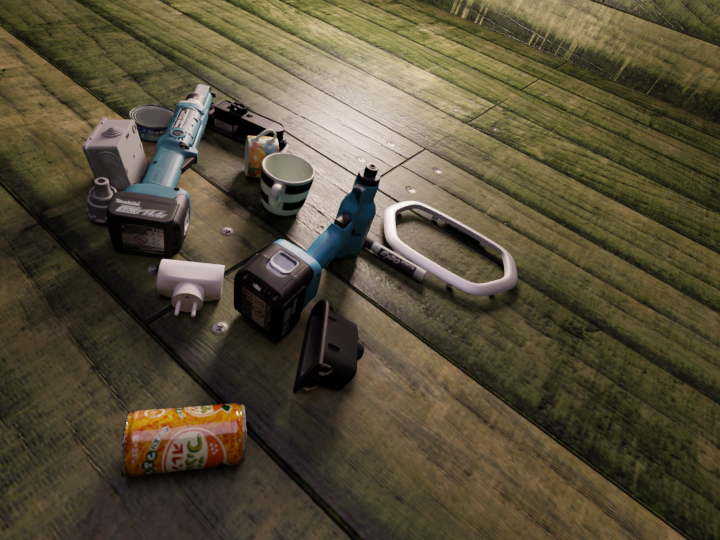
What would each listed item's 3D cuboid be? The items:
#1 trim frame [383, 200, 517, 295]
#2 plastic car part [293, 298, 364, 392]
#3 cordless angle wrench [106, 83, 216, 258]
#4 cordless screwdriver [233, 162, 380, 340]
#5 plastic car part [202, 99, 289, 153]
[{"bbox_3d":[0.149,-0.043,0.724,0.257,0.027,0.182,30,45,16],"label":"trim frame"},{"bbox_3d":[-0.030,0.092,0.506,0.069,0.066,0.119,28,37,-14],"label":"plastic car part"},{"bbox_3d":[-0.299,-0.202,0.694,0.096,0.073,0.437,7,46,-13],"label":"cordless angle wrench"},{"bbox_3d":[-0.054,-0.035,0.554,0.076,0.157,0.245,33,46,12],"label":"cordless screwdriver"},{"bbox_3d":[-0.228,-0.293,0.843,0.206,0.066,0.066,29,36,8],"label":"plastic car part"}]
